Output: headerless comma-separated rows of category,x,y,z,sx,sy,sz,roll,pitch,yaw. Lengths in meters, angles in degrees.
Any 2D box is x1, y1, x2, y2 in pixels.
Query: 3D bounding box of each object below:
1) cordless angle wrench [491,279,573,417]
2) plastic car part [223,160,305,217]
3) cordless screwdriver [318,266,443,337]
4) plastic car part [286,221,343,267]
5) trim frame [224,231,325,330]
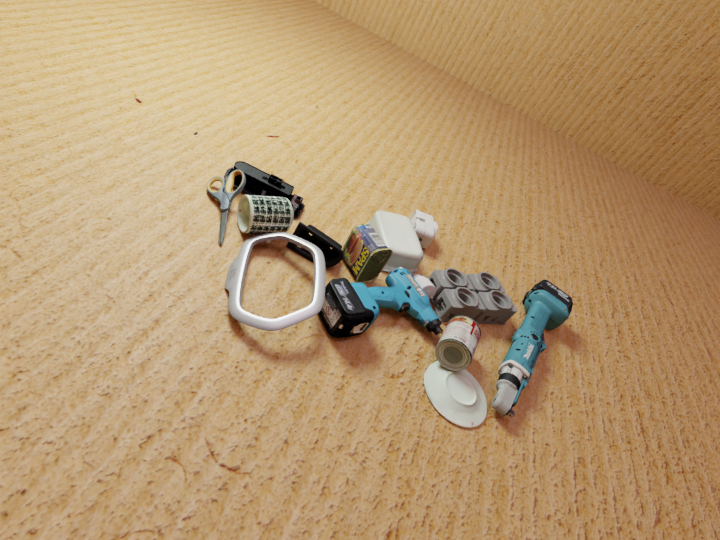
cordless angle wrench,0.361,0.158,0.911,0.101,0.074,0.414,38,43,12
plastic car part,-0.223,-0.196,0.985,0.203,0.066,0.067,24,47,0
cordless screwdriver,0.045,0.077,0.825,0.238,0.074,0.167,-8,51,-40
plastic car part,-0.089,-0.058,0.913,0.116,0.066,0.071,30,25,-3
trim frame,-0.157,0.011,0.785,0.183,0.027,0.257,2,45,-5
